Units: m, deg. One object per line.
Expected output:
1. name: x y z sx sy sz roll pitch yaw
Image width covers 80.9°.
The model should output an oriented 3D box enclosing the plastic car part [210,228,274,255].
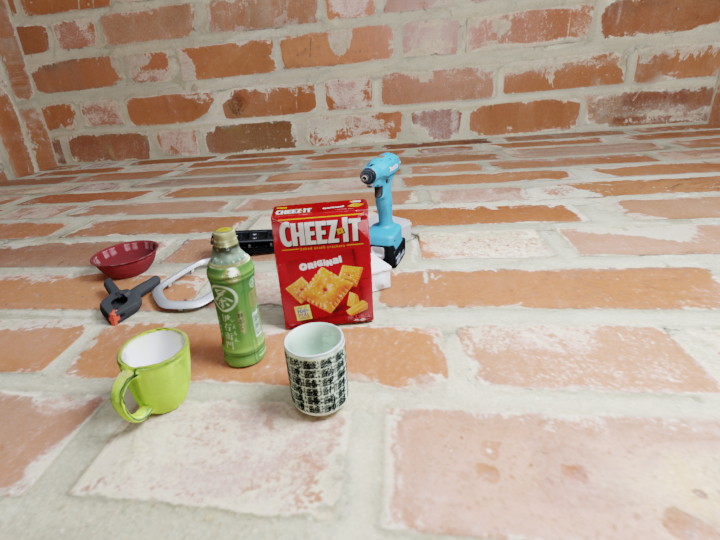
1. plastic car part: -0.279 -0.070 1.090 0.201 0.065 0.068 -8 24 -6

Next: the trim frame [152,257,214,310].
1. trim frame: -0.348 0.023 0.949 0.192 0.027 0.245 6 27 24

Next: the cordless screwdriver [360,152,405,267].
1. cordless screwdriver: 0.043 -0.124 0.929 0.077 0.242 0.157 6 25 23
